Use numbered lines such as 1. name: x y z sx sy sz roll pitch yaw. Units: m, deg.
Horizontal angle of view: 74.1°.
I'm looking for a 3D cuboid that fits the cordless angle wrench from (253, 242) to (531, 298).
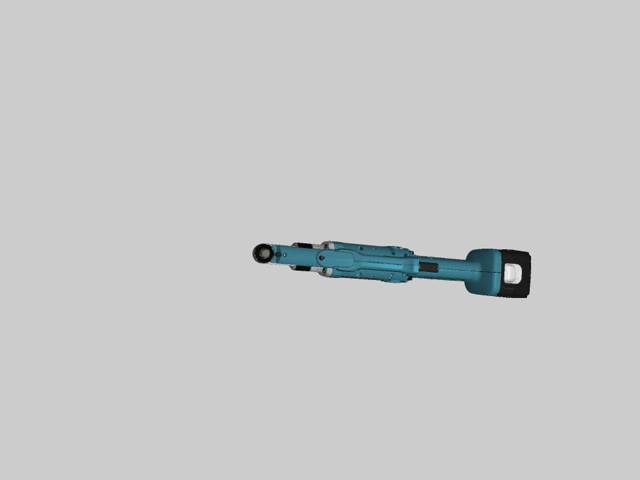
1. cordless angle wrench: 0.111 0.037 0.632 0.423 0.074 0.098 5 -4 -15
